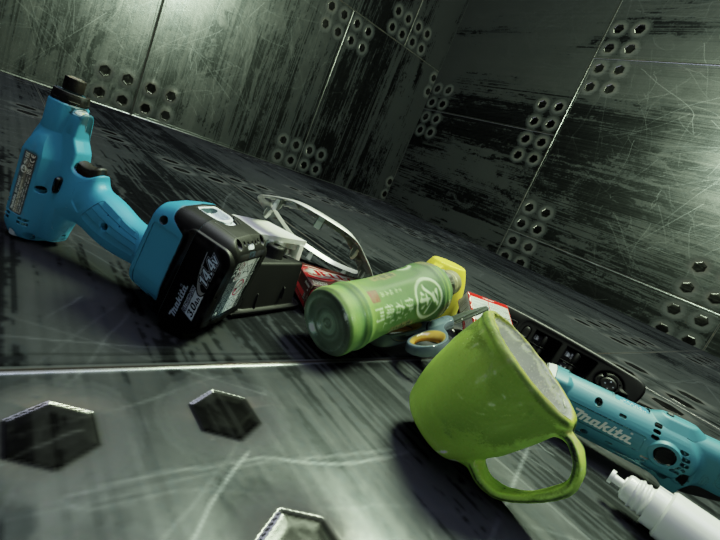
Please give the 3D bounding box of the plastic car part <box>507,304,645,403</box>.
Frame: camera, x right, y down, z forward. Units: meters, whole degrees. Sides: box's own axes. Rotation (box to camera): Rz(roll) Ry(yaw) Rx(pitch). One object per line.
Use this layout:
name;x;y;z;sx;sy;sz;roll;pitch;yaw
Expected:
plastic car part;0.295;0.135;0.626;0.215;0.066;0.063;31;-11;38

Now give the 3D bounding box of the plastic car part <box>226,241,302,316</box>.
plastic car part;-0.109;0.004;0.466;0.069;0.070;0.111;30;18;30

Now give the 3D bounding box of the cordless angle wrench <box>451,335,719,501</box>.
cordless angle wrench;0.289;0.169;0.407;0.443;0.097;0.071;25;15;26

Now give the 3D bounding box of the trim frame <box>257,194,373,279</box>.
trim frame;-0.060;-0.039;0.611;0.190;0.027;0.240;27;-15;15

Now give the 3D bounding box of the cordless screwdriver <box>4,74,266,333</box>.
cordless screwdriver;-0.205;-0.062;0.383;0.255;0.158;0.073;27;12;11
